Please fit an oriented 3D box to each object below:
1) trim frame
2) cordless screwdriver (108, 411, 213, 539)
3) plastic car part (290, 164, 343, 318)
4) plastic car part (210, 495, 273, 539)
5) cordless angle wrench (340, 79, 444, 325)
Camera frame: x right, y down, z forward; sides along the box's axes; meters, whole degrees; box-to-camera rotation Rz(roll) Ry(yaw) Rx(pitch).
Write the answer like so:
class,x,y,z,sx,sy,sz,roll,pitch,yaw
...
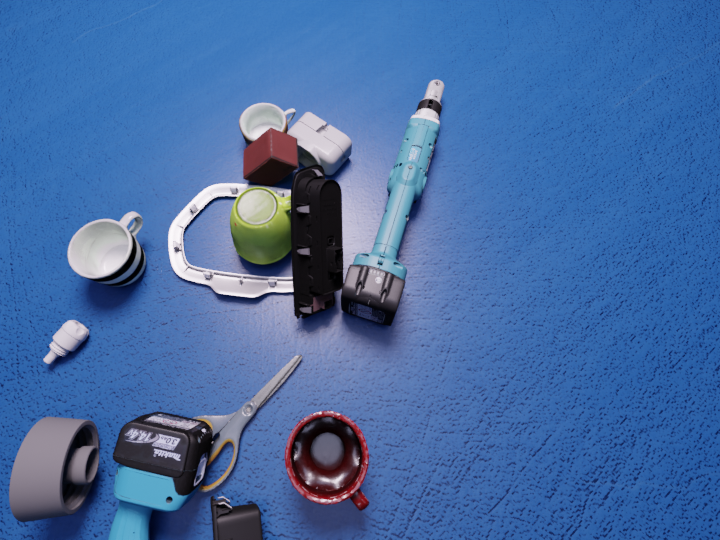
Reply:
class,x,y,z,sx,sy,sz,roll,pitch,yaw
trim frame,-0.169,-0.049,0.639,0.249,0.027,0.187,7,70,2
cordless screwdriver,-0.227,0.300,0.472,0.161,0.073,0.250,14,79,6
plastic car part,-0.054,-0.035,0.549,0.064,0.070,0.200,-11,103,-38
plastic car part,-0.134,0.320,0.482,0.069,0.066,0.119,-8,72,-19
cordless angle wrench,0.069,-0.132,0.634,0.076,0.095,0.427,15,67,7
